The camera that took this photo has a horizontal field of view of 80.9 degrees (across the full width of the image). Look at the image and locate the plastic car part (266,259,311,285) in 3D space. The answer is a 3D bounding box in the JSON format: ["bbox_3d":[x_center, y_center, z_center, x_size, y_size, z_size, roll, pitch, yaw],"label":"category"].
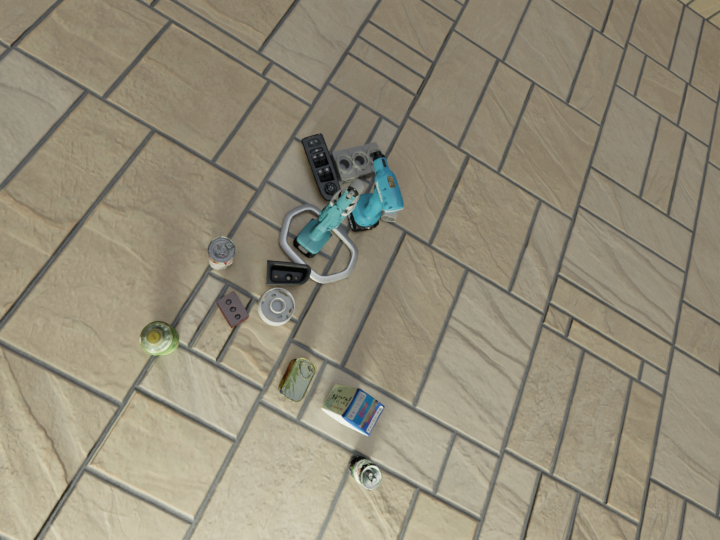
[{"bbox_3d":[-0.194,0.014,1.122,0.114,0.072,0.067,4,76,-15],"label":"plastic car part"}]

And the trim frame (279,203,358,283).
[{"bbox_3d":[-0.116,-0.076,1.190,0.248,0.028,0.183,43,69,0],"label":"trim frame"}]

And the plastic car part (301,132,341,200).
[{"bbox_3d":[-0.114,-0.289,1.226,0.065,0.068,0.206,-18,81,-20],"label":"plastic car part"}]

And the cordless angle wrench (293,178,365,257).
[{"bbox_3d":[-0.072,-0.124,1.001,0.074,0.428,0.097,41,69,-7],"label":"cordless angle wrench"}]

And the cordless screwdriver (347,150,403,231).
[{"bbox_3d":[0.030,-0.204,1.143,0.072,0.252,0.161,-12,82,-21],"label":"cordless screwdriver"}]
